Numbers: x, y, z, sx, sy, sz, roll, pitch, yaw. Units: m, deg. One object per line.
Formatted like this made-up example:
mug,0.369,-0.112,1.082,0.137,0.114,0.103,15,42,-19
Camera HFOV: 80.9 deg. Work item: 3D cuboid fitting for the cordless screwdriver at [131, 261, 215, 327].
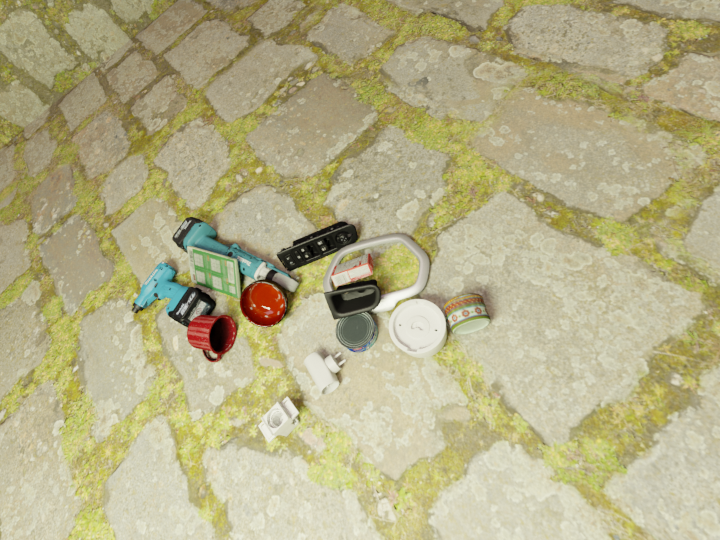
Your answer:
cordless screwdriver,-0.510,0.084,1.128,0.263,0.070,0.159,23,74,36

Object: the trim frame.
trim frame,0.031,0.006,0.951,0.254,0.026,0.190,-14,57,15

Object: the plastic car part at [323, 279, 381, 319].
plastic car part,-0.009,0.051,0.896,0.119,0.064,0.071,-15,20,15

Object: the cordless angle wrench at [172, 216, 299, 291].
cordless angle wrench,-0.330,-0.033,1.115,0.445,0.070,0.098,23,74,31

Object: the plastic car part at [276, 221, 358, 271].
plastic car part,-0.101,-0.066,1.037,0.206,0.063,0.069,-19,31,15
